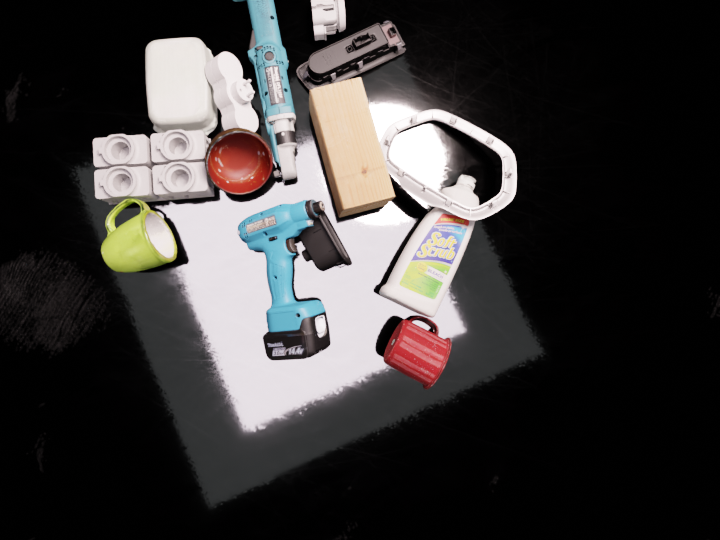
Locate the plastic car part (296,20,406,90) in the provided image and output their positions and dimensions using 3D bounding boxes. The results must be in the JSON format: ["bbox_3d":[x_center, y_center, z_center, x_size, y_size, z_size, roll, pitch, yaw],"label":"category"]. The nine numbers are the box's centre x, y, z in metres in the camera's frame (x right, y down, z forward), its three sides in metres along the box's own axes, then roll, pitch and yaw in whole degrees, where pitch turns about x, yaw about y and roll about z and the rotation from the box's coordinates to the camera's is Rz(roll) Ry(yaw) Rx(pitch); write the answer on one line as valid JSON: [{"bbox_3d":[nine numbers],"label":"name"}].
[{"bbox_3d":[-0.016,-0.386,0.757,0.203,0.068,0.066,-27,96,0],"label":"plastic car part"}]

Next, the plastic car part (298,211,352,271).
[{"bbox_3d":[-0.072,-0.047,0.732,0.072,0.065,0.116,-26,91,11],"label":"plastic car part"}]

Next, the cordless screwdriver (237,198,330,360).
[{"bbox_3d":[-0.105,0.013,0.688,0.164,0.071,0.251,-16,84,26],"label":"cordless screwdriver"}]

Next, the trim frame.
[{"bbox_3d":[0.148,-0.188,0.726,0.256,0.027,0.183,37,77,16],"label":"trim frame"}]

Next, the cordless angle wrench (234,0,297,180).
[{"bbox_3d":[-0.162,-0.368,0.748,0.098,0.074,0.424,-11,88,-3],"label":"cordless angle wrench"}]
